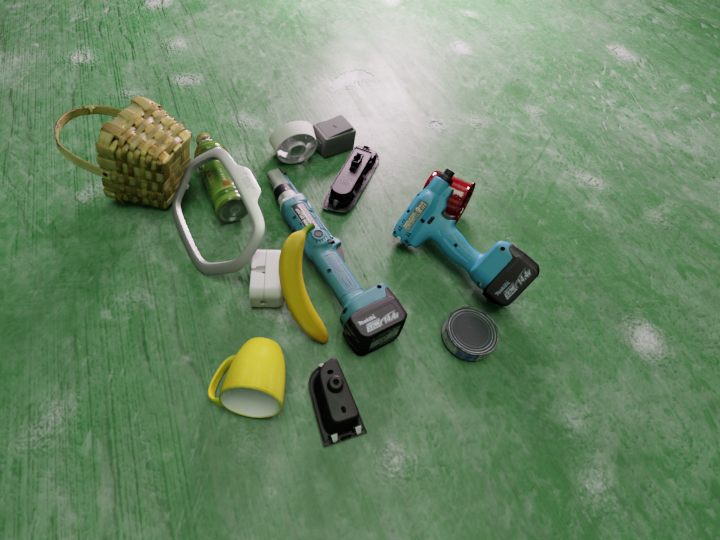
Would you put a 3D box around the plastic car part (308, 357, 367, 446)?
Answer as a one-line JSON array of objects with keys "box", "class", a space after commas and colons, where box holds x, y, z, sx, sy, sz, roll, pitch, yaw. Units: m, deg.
[{"box": [-0.037, 0.179, 0.609, 0.064, 0.069, 0.121, -13, 60, -17], "class": "plastic car part"}]

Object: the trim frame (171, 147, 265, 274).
[{"box": [-0.257, -0.106, 0.757, 0.186, 0.026, 0.258, -39, 65, 17], "class": "trim frame"}]

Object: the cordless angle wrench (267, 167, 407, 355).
[{"box": [-0.075, -0.049, 0.771, 0.096, 0.072, 0.443, -23, 58, -21], "class": "cordless angle wrench"}]

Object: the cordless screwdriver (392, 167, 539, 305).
[{"box": [0.197, -0.061, 0.753, 0.259, 0.071, 0.159, 38, 100, 21], "class": "cordless screwdriver"}]

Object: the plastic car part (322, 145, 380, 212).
[{"box": [-0.015, -0.201, 0.888, 0.067, 0.066, 0.204, 25, 59, 1], "class": "plastic car part"}]
